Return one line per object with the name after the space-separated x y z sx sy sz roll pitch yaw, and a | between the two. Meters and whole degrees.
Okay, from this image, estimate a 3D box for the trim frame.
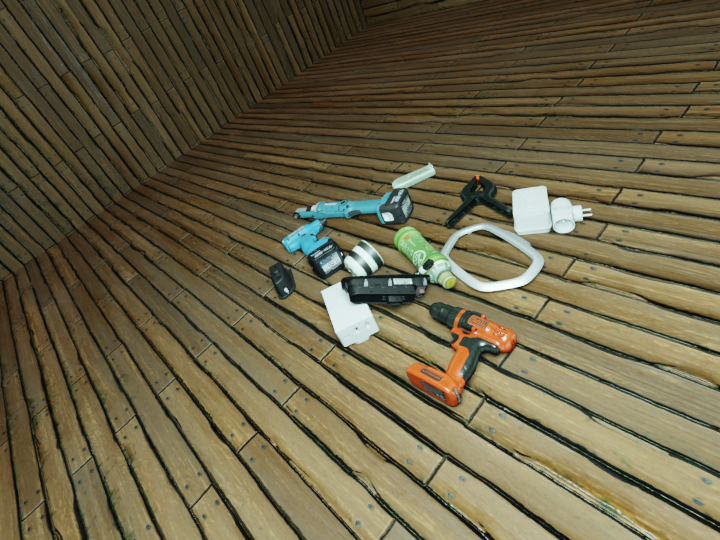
0.298 -0.035 0.984 0.183 0.026 0.262 -33 36 -5 | trim frame

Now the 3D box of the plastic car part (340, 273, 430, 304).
0.055 0.047 0.952 0.202 0.065 0.069 3 58 -4 | plastic car part

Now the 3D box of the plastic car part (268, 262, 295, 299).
-0.230 0.019 1.207 0.066 0.068 0.122 -29 34 -1 | plastic car part

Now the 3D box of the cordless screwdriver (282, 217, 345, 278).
-0.123 -0.080 1.257 0.158 0.071 0.262 -37 35 -12 | cordless screwdriver

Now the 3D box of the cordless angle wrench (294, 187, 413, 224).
-0.045 -0.194 1.344 0.444 0.071 0.098 3 46 36 | cordless angle wrench
